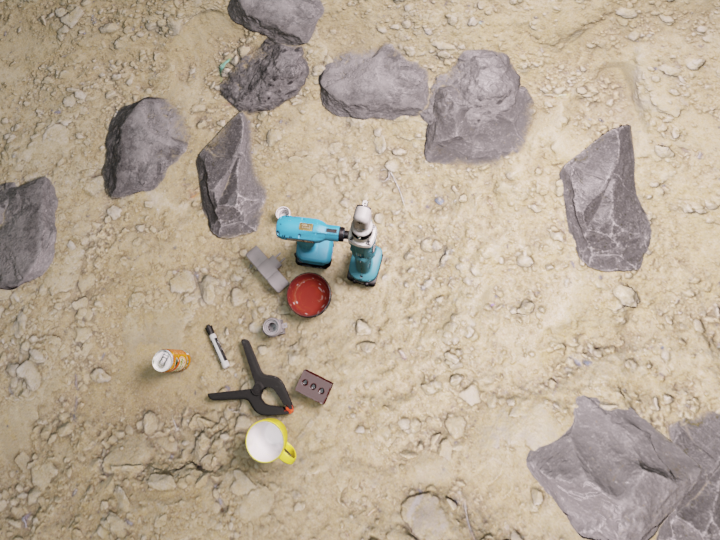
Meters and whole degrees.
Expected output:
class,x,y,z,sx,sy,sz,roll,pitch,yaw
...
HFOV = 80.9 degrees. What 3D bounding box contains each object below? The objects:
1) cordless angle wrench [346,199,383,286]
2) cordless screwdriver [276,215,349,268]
class,x,y,z,sx,sy,sz,roll,pitch,yaw
cordless angle wrench,0.007,-0.049,0.897,0.075,0.413,0.098,15,78,5
cordless screwdriver,-0.098,-0.064,1.003,0.161,0.243,0.075,8,78,5
